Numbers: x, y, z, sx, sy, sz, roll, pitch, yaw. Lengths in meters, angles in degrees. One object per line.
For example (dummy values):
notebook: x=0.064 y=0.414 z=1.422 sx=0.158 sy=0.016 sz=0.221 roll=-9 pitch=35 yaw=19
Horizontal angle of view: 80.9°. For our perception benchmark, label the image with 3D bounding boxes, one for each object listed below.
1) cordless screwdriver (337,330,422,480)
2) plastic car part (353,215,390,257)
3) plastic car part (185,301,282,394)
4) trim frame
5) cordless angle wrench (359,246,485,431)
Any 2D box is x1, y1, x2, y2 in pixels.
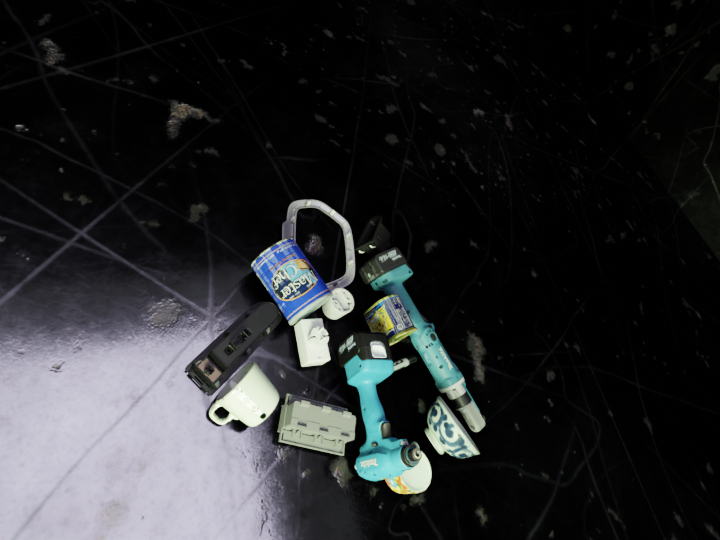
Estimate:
cordless screwdriver: x=0.033 y=0.231 z=0.758 sx=0.071 sy=0.160 sz=0.257 roll=9 pitch=56 yaw=-28
plastic car part: x=0.042 y=-0.076 z=1.030 sx=0.069 sy=0.068 sz=0.117 roll=46 pitch=44 yaw=-19
plastic car part: x=-0.214 y=0.120 z=0.759 sx=0.067 sy=0.067 sz=0.200 roll=39 pitch=47 yaw=4
trim frame: x=-0.094 y=-0.062 z=0.962 sx=0.177 sy=0.028 sz=0.256 roll=10 pitch=58 yaw=-22
cordless angle wrench: x=0.144 y=0.151 z=0.931 sx=0.095 sy=0.075 sz=0.432 roll=-20 pitch=74 yaw=-37
